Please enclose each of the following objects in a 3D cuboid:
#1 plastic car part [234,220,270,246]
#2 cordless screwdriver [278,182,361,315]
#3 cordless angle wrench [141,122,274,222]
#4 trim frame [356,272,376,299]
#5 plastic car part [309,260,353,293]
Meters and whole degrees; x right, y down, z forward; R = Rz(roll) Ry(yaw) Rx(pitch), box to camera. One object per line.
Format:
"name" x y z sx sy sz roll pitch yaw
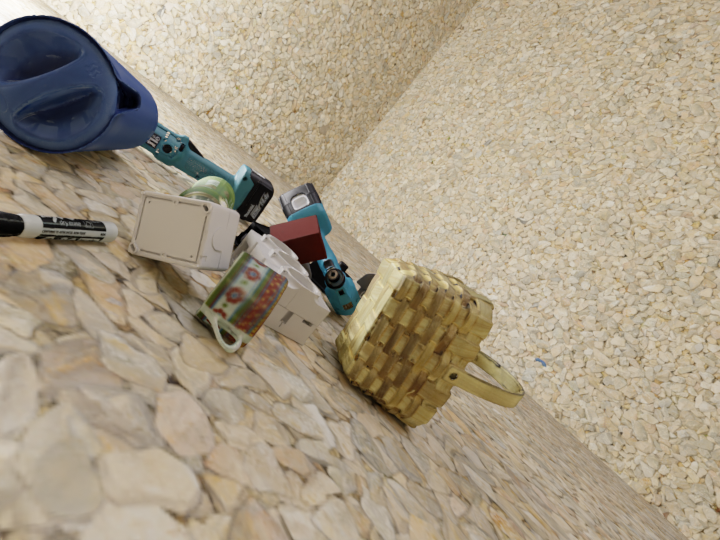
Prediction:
"plastic car part" -0.154 -0.044 0.733 0.068 0.067 0.196 50 11 12
"cordless screwdriver" -0.073 -0.048 0.750 0.153 0.074 0.259 70 -6 -64
"cordless angle wrench" -0.359 -0.233 0.793 0.404 0.098 0.078 31 10 -27
"trim frame" 0.064 0.081 0.729 0.186 0.027 0.250 54 -24 3
"plastic car part" -0.059 0.008 0.858 0.121 0.071 0.063 39 7 22
